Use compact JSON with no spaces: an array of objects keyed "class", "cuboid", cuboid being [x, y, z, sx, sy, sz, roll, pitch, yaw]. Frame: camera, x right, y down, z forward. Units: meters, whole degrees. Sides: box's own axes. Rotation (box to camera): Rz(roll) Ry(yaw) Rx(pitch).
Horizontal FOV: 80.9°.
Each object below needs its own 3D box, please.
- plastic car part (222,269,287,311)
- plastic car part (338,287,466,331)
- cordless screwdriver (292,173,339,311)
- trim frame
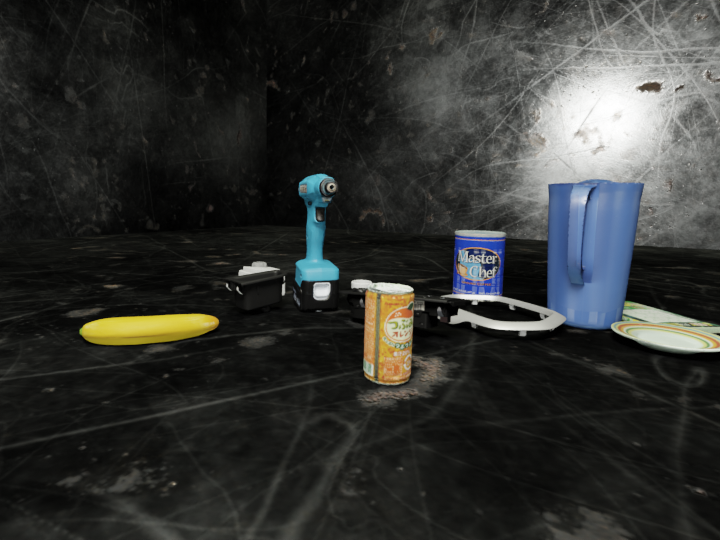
[{"class":"plastic car part","cuboid":[-0.179,0.040,0.759,0.111,0.070,0.069,-7,11,-43]},{"class":"plastic car part","cuboid":[0.057,0.060,0.671,0.213,0.066,0.063,8,10,37]},{"class":"cordless screwdriver","cuboid":[-0.075,-0.049,0.766,0.072,0.247,0.164,-1,7,-18]},{"class":"trim frame","cuboid":[0.224,0.072,0.732,0.179,0.027,0.258,-3,10,-20]}]
